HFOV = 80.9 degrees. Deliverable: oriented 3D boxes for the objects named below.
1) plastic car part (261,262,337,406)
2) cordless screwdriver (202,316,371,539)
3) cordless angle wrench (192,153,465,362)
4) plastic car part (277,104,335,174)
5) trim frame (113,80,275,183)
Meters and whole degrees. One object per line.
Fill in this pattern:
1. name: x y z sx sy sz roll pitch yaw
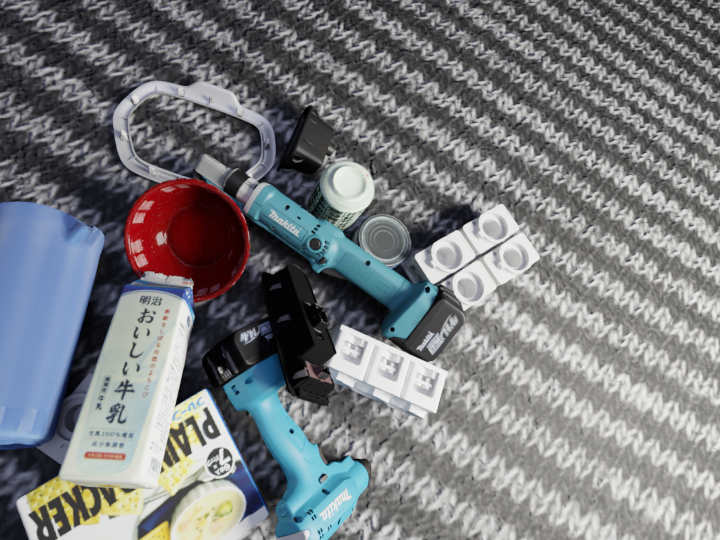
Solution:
1. plastic car part: -0.077 0.060 0.526 0.063 0.067 0.214 23 23 -39
2. cordless screwdriver: -0.081 0.181 0.522 0.153 0.075 0.255 -8 63 -56
3. cordless angle wrench: -0.057 -0.038 0.586 0.427 0.073 0.098 35 103 5
4. plastic car part: -0.076 -0.201 0.672 0.068 0.068 0.117 30 65 -21
5. trim frame: -0.252 -0.207 0.648 0.246 0.027 0.186 17 69 -5
